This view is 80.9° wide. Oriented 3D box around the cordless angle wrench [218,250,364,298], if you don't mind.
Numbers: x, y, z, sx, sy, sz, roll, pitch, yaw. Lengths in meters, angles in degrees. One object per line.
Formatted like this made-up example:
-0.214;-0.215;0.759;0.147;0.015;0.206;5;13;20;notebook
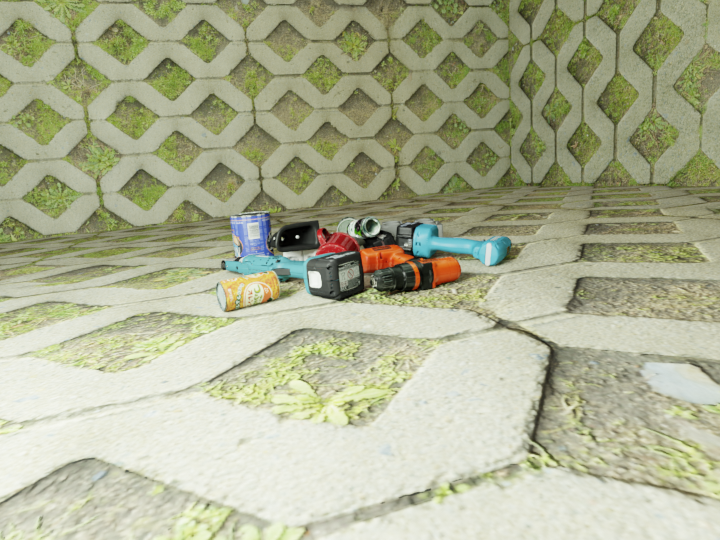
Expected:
-0.177;-0.004;0.908;0.445;0.073;0.094;4;14;44;cordless angle wrench

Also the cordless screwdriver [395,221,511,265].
0.218;-0.066;0.992;0.261;0.073;0.154;10;18;32;cordless screwdriver

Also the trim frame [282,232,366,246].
-0.110;-0.072;1.128;0.252;0.028;0.179;-1;-9;8;trim frame

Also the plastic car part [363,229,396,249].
0.043;-0.071;1.138;0.067;0.065;0.208;-32;17;-3;plastic car part

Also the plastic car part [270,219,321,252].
-0.155;-0.074;0.955;0.112;0.066;0.074;-10;5;-33;plastic car part
